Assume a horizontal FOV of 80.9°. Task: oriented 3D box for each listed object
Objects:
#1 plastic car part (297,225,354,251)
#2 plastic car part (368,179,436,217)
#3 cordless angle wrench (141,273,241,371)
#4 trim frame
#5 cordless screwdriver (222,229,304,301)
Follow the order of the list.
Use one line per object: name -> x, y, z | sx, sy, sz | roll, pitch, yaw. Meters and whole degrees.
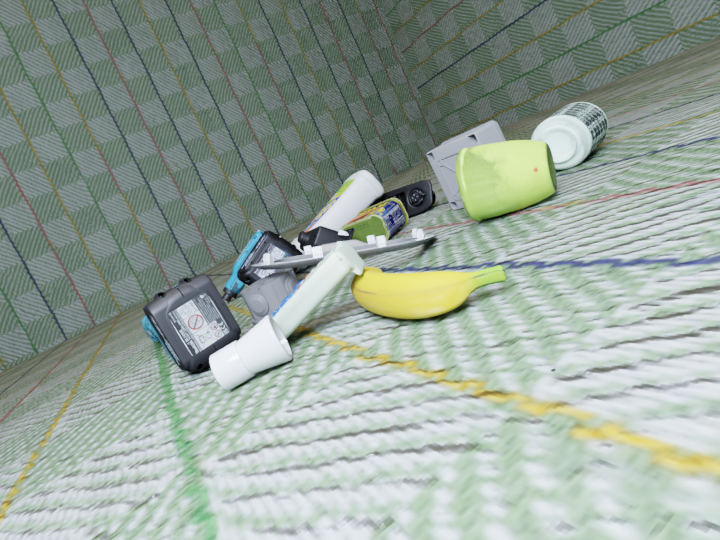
plastic car part -> -0.071, -0.046, 0.724 | 0.121, 0.068, 0.066 | -4, 64, 62
plastic car part -> 0.074, -0.129, 0.880 | 0.064, 0.067, 0.210 | 2, -13, -44
cordless angle wrench -> -0.288, 0.081, 0.637 | 0.073, 0.097, 0.437 | -34, 11, -31
trim frame -> -0.023, -0.030, 0.564 | 0.248, 0.027, 0.185 | -11, 5, -2
cordless screwdriver -> -0.196, 0.002, 0.778 | 0.159, 0.072, 0.257 | -58, 21, -8
